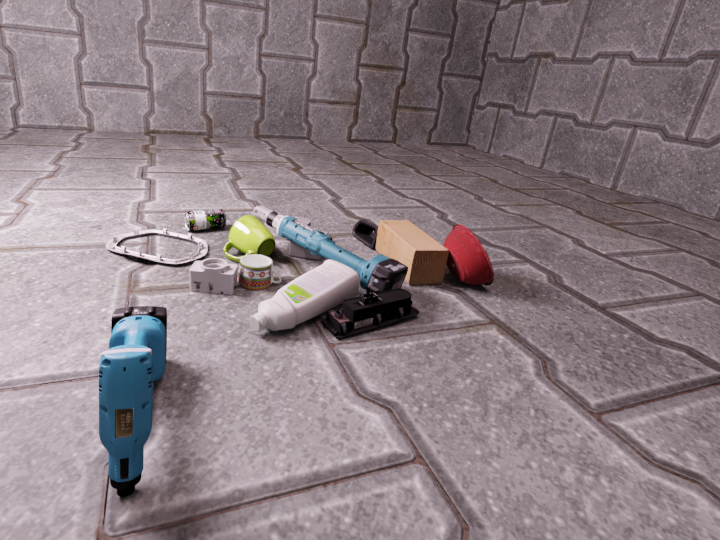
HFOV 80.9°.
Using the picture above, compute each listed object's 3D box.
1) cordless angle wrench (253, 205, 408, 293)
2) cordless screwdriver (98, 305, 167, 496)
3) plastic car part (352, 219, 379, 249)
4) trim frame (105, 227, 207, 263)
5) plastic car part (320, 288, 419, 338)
[{"bbox_3d":[-0.097,-0.063,0.988,0.443,0.073,0.094,28,22,27],"label":"cordless angle wrench"},{"bbox_3d":[-0.288,0.142,0.539,0.072,0.158,0.259,1,9,-24],"label":"cordless screwdriver"},{"bbox_3d":[0.036,-0.104,1.212,0.068,0.065,0.123,10,16,-32],"label":"plastic car part"},{"bbox_3d":[-0.494,-0.063,1.036,0.254,0.027,0.184,13,26,11],"label":"trim frame"},{"bbox_3d":[0.026,0.073,0.818,0.195,0.066,0.070,-6,19,-31],"label":"plastic car part"}]
